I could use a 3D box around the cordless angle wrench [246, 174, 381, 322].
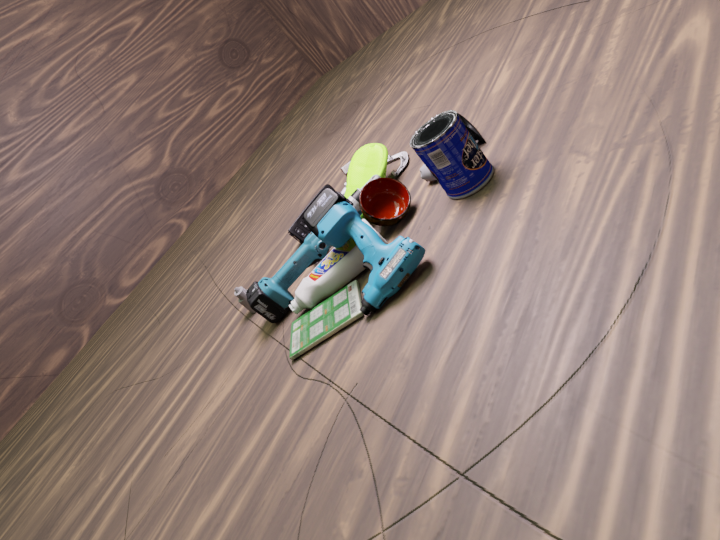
[{"bbox_3d":[-0.097,-0.063,0.991,0.423,0.093,0.078,-47,28,1],"label":"cordless angle wrench"}]

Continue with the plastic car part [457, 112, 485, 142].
[{"bbox_3d":[0.227,-0.308,0.970,0.071,0.064,0.119,-48,20,25],"label":"plastic car part"}]

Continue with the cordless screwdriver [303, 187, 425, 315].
[{"bbox_3d":[-0.014,-0.042,0.815,0.262,0.070,0.159,40,96,33],"label":"cordless screwdriver"}]

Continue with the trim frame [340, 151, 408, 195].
[{"bbox_3d":[0.029,-0.260,1.192,0.257,0.026,0.185,-18,37,43],"label":"trim frame"}]

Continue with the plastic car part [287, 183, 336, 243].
[{"bbox_3d":[-0.136,-0.165,1.251,0.203,0.066,0.067,-56,2,-17],"label":"plastic car part"}]
